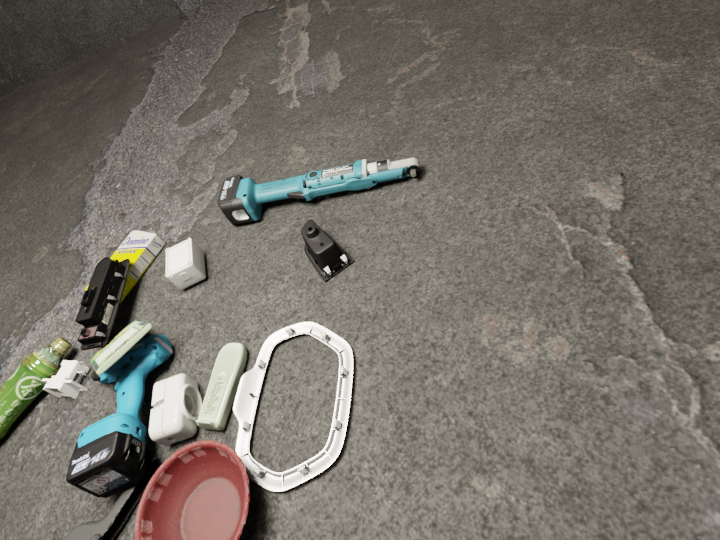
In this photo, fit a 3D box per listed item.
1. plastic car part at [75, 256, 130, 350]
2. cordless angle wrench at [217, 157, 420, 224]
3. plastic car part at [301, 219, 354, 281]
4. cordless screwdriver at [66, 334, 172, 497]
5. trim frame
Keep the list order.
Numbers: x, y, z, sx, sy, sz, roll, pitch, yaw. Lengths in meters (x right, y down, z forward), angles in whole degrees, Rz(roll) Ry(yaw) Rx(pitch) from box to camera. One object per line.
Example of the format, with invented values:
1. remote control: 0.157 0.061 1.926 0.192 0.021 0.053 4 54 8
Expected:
1. plastic car part: -0.524 0.053 0.852 0.068 0.063 0.209 -20 48 19
2. cordless angle wrench: -0.091 -0.179 0.879 0.433 0.070 0.100 -8 52 17
3. plastic car part: -0.075 -0.049 0.769 0.066 0.067 0.123 -35 51 -7
4. cordless screwdriver: -0.404 0.229 0.694 0.161 0.071 0.259 -25 39 8
5. trim frame: -0.103 0.187 0.629 0.190 0.026 0.254 -6 54 22
